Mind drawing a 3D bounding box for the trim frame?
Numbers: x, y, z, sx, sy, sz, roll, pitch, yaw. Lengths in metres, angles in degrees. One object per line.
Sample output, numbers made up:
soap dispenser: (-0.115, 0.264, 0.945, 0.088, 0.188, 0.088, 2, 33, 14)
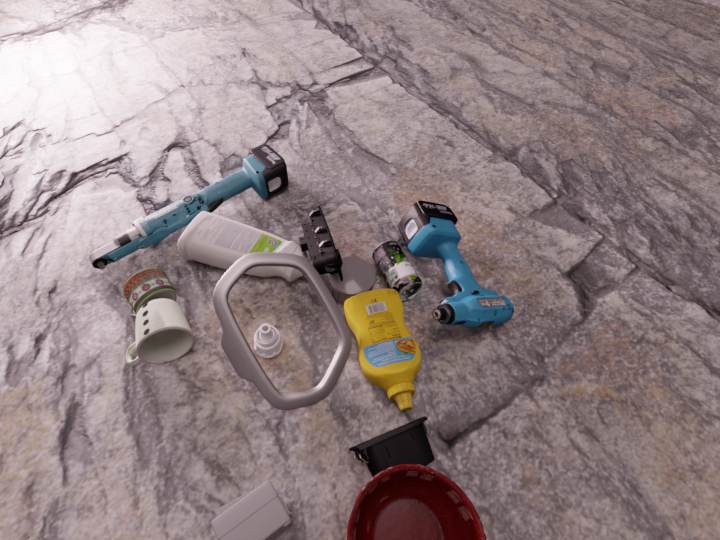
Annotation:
trim frame: (-0.117, 0.087, 0.644, 0.181, 0.028, 0.247, -31, 93, -21)

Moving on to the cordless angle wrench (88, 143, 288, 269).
cordless angle wrench: (-0.342, -0.126, 0.860, 0.416, 0.072, 0.103, -34, 60, -21)

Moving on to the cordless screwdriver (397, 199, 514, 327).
cordless screwdriver: (0.142, -0.012, 0.735, 0.152, 0.074, 0.260, 0, 49, -33)

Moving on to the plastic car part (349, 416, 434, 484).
plastic car part: (0.054, 0.251, 0.572, 0.114, 0.065, 0.073, -14, 69, -16)

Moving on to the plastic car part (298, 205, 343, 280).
plastic car part: (-0.073, -0.048, 0.749, 0.066, 0.064, 0.212, -10, 30, -13)
